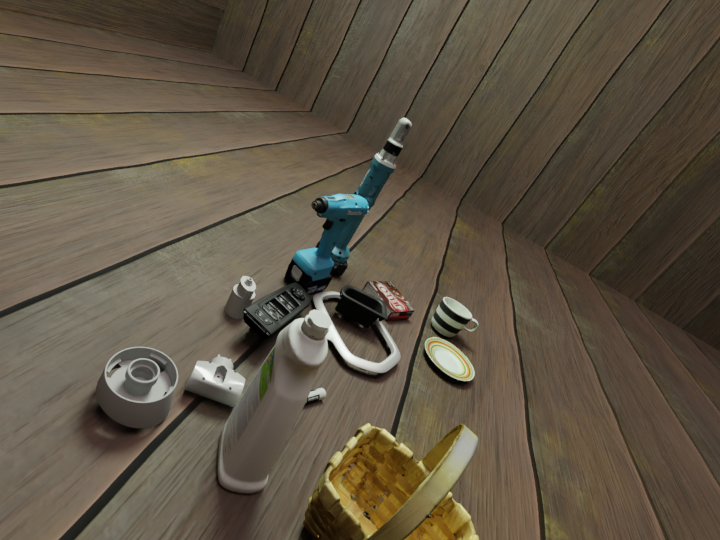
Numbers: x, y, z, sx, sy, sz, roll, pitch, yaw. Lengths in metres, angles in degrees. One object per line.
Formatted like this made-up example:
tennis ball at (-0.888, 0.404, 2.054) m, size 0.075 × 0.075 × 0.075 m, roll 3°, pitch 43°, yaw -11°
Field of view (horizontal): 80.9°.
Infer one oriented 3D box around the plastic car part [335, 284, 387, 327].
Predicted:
plastic car part at (-0.007, 0.087, 0.948) m, size 0.115 × 0.071 × 0.067 m, roll 25°, pitch 26°, yaw -9°

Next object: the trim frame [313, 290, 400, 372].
trim frame at (-0.014, 0.127, 0.917) m, size 0.175 × 0.027 × 0.262 m, roll 10°, pitch 31°, yaw -34°

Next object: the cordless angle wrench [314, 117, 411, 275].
cordless angle wrench at (0.007, -0.175, 1.038) m, size 0.071 × 0.422 × 0.102 m, roll 19°, pitch 28°, yaw -25°

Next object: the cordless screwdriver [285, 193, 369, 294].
cordless screwdriver at (-0.091, -0.059, 0.928) m, size 0.078 × 0.248 × 0.152 m, roll 44°, pitch 28°, yaw 25°

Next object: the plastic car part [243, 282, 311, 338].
plastic car part at (-0.157, 0.080, 0.814) m, size 0.068 × 0.067 × 0.199 m, roll 34°, pitch 26°, yaw 8°
